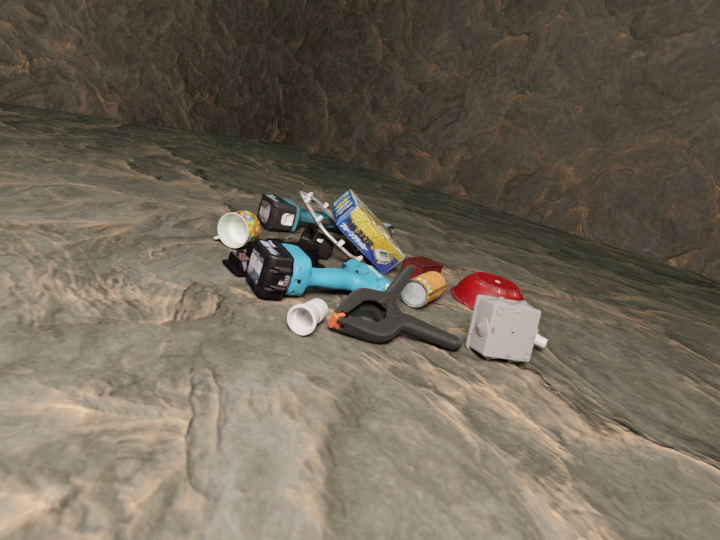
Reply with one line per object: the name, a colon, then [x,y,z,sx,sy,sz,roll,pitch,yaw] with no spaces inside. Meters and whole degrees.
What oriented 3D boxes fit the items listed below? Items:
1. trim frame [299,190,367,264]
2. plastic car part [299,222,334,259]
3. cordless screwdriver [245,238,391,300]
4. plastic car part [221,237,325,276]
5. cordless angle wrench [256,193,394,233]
trim frame: [-0.061,-0.104,0.983,0.174,0.028,0.262,35,15,-45]
plastic car part: [-0.092,-0.060,0.945,0.069,0.066,0.120,26,12,-17]
cordless screwdriver: [-0.077,0.000,0.752,0.238,0.074,0.167,10,18,-27]
plastic car part: [-0.154,-0.028,0.799,0.193,0.066,0.070,2,15,-40]
cordless angle wrench: [-0.073,-0.135,1.152,0.403,0.073,0.104,3,21,-36]
